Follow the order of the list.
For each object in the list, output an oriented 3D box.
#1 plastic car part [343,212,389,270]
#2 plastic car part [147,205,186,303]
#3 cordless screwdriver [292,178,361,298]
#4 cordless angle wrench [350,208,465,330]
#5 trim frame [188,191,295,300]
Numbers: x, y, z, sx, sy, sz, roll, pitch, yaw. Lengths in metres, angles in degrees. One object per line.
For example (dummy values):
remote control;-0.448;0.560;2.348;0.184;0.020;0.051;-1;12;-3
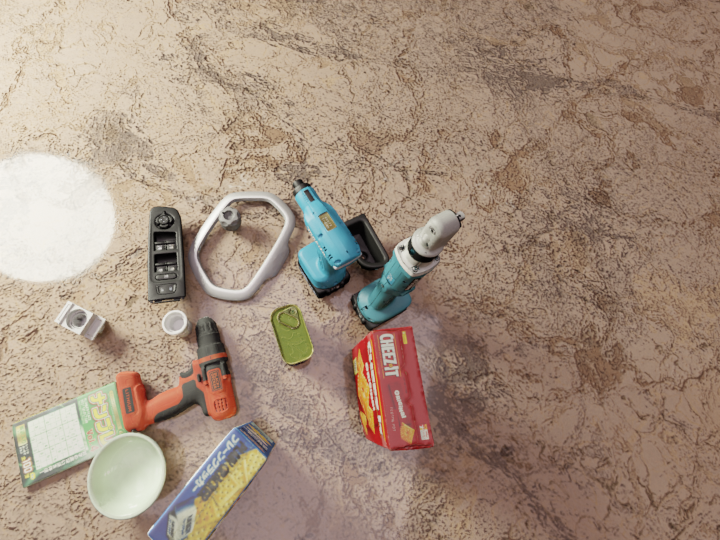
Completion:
plastic car part;0.004;-0.043;0.847;0.065;0.070;0.120;-26;74;-14
plastic car part;-0.375;-0.031;0.826;0.066;0.066;0.208;-9;71;-9
cordless screwdriver;-0.073;-0.048;0.751;0.073;0.246;0.163;-29;77;-15
cordless angle wrench;0.061;0.010;0.645;0.097;0.418;0.076;-27;78;-15
trim frame;-0.239;-0.056;0.862;0.187;0.027;0.249;25;71;6
